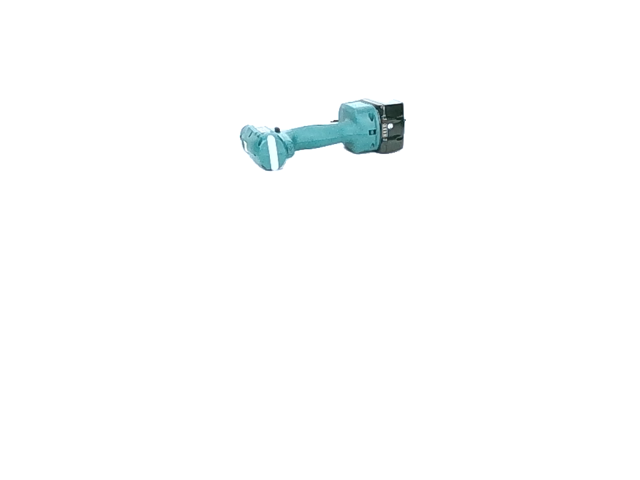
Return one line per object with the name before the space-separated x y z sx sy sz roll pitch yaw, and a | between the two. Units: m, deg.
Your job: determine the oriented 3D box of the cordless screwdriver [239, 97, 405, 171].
cordless screwdriver | -0.001 -0.172 0.671 0.248 0.074 0.159 -15 29 -17
